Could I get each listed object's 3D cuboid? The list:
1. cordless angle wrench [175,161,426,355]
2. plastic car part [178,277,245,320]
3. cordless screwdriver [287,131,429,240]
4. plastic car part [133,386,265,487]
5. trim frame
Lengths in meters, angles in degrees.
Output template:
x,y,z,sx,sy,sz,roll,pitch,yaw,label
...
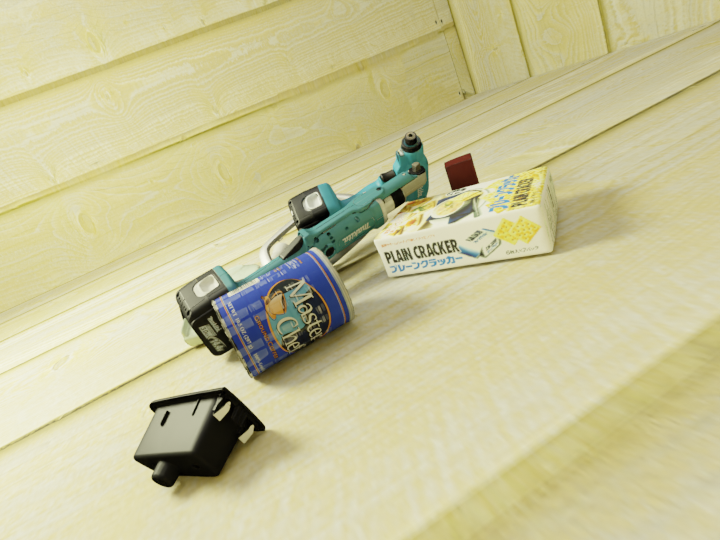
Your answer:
x,y,z,sx,sy,sz,roll,pitch,yaw,label
-0.061,-0.040,0.627,0.418,0.093,0.079,-35,46,-16,cordless angle wrench
-0.200,0.052,0.704,0.208,0.067,0.065,-18,-8,19,plastic car part
-0.001,-0.137,0.725,0.249,0.077,0.152,-23,-29,1,cordless screwdriver
-0.158,0.157,0.385,0.120,0.063,0.072,-18,32,25,plastic car part
-0.084,-0.071,0.818,0.195,0.026,0.246,30,65,38,trim frame
